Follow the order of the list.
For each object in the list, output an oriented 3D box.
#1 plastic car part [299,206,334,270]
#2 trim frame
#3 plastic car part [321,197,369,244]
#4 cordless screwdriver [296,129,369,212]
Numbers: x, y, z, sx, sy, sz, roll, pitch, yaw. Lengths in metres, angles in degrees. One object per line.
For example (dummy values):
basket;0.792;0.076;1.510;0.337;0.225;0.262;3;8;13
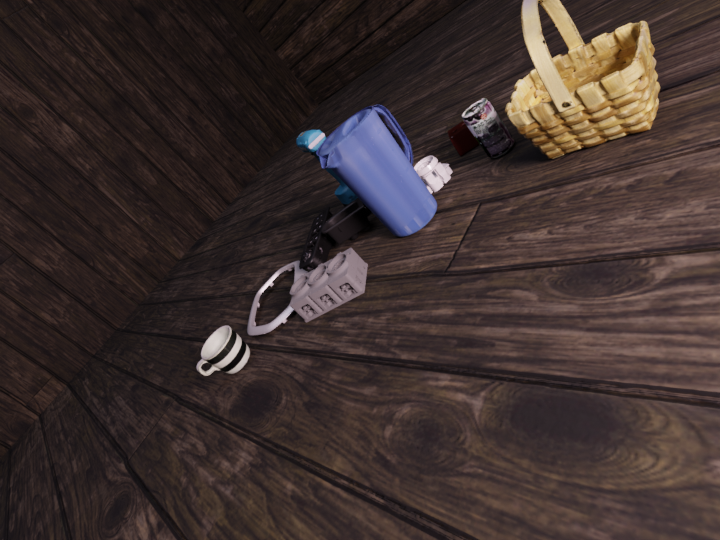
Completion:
plastic car part;-0.101;-0.066;1.038;0.068;0.064;0.206;-27;29;32
trim frame;-0.200;0.064;1.026;0.186;0.026;0.256;-36;27;16
plastic car part;-0.026;-0.106;0.985;0.117;0.068;0.068;-37;24;14
cordless screwdriver;-0.067;-0.249;1.063;0.074;0.239;0.166;-45;22;-4
